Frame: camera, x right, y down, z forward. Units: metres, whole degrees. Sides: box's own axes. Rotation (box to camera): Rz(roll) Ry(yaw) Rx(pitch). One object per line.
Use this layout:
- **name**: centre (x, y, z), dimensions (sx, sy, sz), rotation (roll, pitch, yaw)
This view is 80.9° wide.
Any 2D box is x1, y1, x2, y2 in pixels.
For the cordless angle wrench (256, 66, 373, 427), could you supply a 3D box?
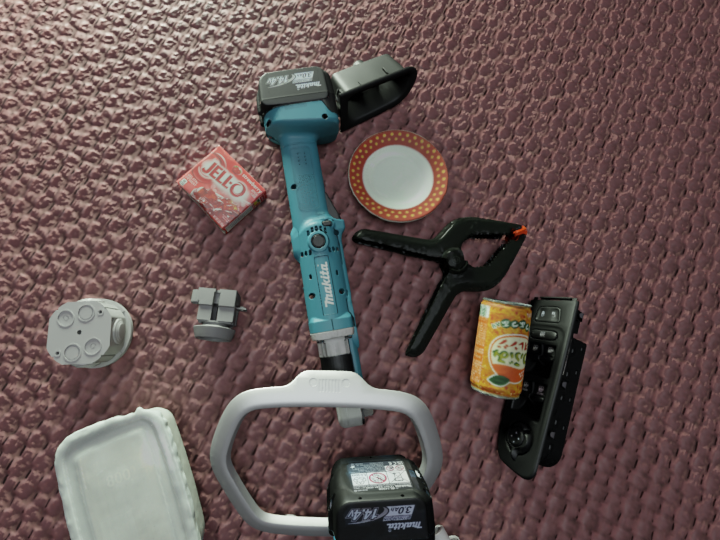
- **cordless angle wrench**: centre (-0.050, -0.033, 0.509), dimensions (0.097, 0.074, 0.428), rotation (-9, 80, -5)

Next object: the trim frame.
- **trim frame**: centre (-0.036, 0.199, 0.453), dimensions (0.248, 0.028, 0.182), rotation (2, 98, 0)

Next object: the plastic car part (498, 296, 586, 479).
- **plastic car part**: centre (0.212, 0.134, 0.487), dimensions (0.064, 0.069, 0.204), rotation (30, 75, -25)

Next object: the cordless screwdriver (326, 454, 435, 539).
- **cordless screwdriver**: centre (0.037, 0.318, 0.411), dimensions (0.159, 0.075, 0.248), rotation (2, 93, -3)

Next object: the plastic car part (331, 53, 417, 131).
- **plastic car part**: centre (0.007, -0.250, 0.567), dimensions (0.115, 0.064, 0.074), rotation (-31, 69, -12)
